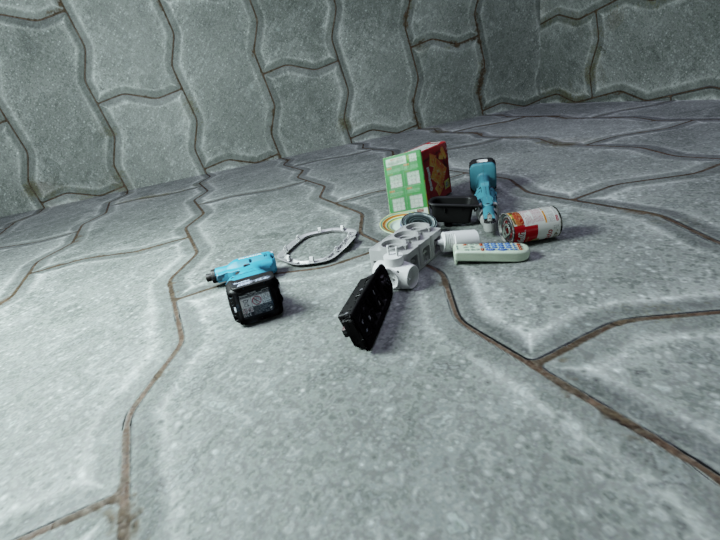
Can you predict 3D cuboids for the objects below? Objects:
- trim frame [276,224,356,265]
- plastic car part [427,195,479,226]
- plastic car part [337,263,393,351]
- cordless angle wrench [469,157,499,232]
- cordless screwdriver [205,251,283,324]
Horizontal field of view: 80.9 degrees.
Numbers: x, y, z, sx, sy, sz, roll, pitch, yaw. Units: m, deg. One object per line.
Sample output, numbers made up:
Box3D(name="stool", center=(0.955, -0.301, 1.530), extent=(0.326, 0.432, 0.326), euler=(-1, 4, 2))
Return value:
Box3D(name="trim frame", center=(-0.105, -0.068, 1.070), extent=(0.191, 0.027, 0.246), euler=(1, 24, 22))
Box3D(name="plastic car part", center=(0.225, -0.143, 1.037), extent=(0.119, 0.069, 0.067), euler=(-1, 28, 11))
Box3D(name="plastic car part", center=(0.009, 0.057, 0.705), extent=(0.069, 0.065, 0.201), euler=(-28, 14, 31))
Box3D(name="cordless angle wrench", center=(0.328, -0.195, 1.108), extent=(0.076, 0.095, 0.425), euler=(-4, 28, 15))
Box3D(name="cordless screwdriver", center=(-0.241, 0.027, 0.859), extent=(0.157, 0.072, 0.258), euler=(-15, 20, -10))
